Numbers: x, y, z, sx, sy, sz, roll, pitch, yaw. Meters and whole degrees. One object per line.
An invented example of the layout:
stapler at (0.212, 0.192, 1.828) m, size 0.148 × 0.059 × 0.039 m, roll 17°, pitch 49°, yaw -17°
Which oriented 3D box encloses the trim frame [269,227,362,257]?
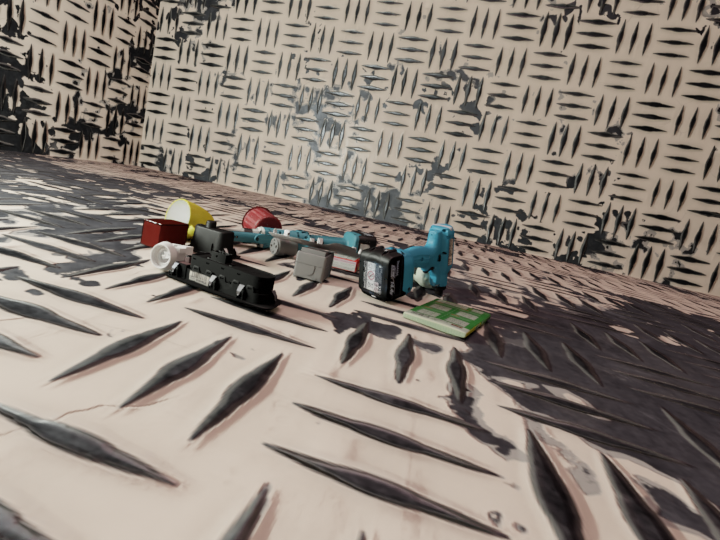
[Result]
trim frame at (-0.092, -0.060, 0.946) m, size 0.235 × 0.027 × 0.194 m, roll 15°, pitch 1°, yaw -40°

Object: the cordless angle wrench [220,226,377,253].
cordless angle wrench at (-0.159, -0.078, 1.105) m, size 0.406 × 0.074 × 0.103 m, roll 3°, pitch 13°, yaw -26°

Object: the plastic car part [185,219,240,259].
plastic car part at (-0.312, -0.068, 0.889) m, size 0.121 × 0.070 × 0.064 m, roll 19°, pitch 10°, yaw 19°

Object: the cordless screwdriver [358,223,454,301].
cordless screwdriver at (0.107, 0.003, 0.866) m, size 0.240 × 0.156 × 0.078 m, roll -19°, pitch 26°, yaw -40°

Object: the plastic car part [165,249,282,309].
plastic car part at (-0.204, 0.009, 0.654) m, size 0.212 × 0.067 × 0.063 m, roll 20°, pitch 5°, yaw 26°
